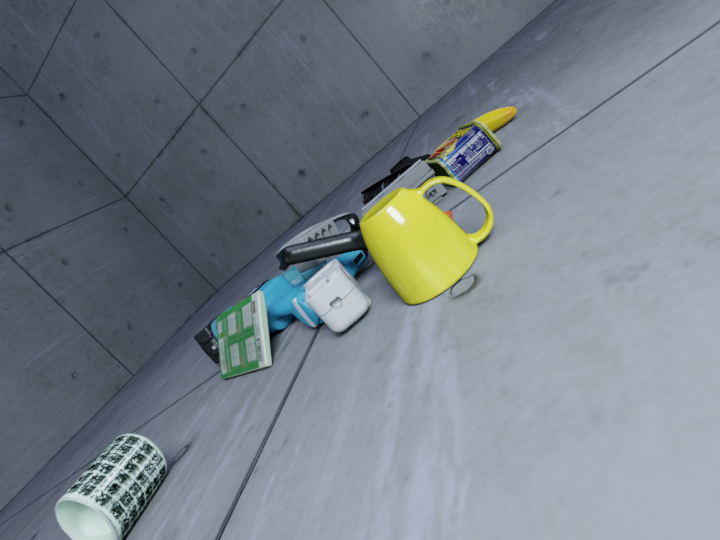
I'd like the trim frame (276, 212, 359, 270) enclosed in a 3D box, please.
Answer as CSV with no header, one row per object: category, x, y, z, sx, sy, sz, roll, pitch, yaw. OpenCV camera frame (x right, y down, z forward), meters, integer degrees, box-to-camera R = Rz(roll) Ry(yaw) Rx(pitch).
trim frame,-0.082,-0.054,0.839,0.185,0.028,0.245,-29,-4,2

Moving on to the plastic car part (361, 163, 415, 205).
plastic car part,0.063,-0.144,0.797,0.208,0.064,0.067,-20,34,59

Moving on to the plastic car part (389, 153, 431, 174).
plastic car part,0.119,-0.205,0.857,0.074,0.064,0.115,-13,25,38

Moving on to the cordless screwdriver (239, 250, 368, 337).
cordless screwdriver,-0.097,0.033,0.682,0.257,0.073,0.158,-20,22,50

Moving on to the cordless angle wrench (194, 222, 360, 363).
cordless angle wrench,-0.142,0.032,0.820,0.427,0.073,0.098,-36,8,16
